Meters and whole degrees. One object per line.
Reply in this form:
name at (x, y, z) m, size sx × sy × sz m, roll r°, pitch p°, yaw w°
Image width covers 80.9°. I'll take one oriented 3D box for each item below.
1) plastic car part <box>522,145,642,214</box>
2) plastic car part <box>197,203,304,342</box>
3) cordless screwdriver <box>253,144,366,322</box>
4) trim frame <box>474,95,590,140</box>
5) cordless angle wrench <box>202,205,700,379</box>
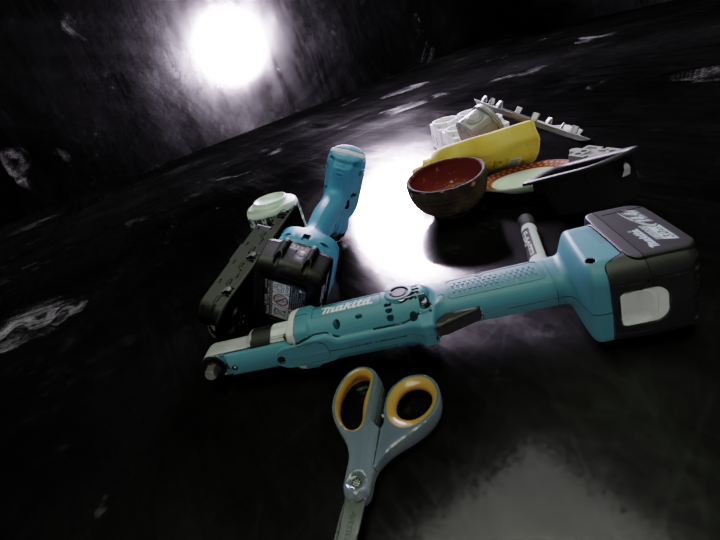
plastic car part at (0.265, -0.094, 0.492) m, size 0.065 × 0.070 × 0.120 m, roll -27°, pitch 12°, yaw -18°
plastic car part at (-0.136, 0.000, 0.524) m, size 0.069 × 0.064 × 0.205 m, roll 14°, pitch 53°, yaw 11°
cordless screwdriver at (-0.053, -0.035, 0.544) m, size 0.075 × 0.155 × 0.251 m, roll 16°, pitch 47°, yaw 4°
trim frame at (0.312, -0.284, 0.780) m, size 0.181 × 0.027 × 0.255 m, roll 15°, pitch 24°, yaw -10°
cordless angle wrench at (0.044, 0.042, 0.389) m, size 0.431 × 0.072 × 0.099 m, roll -14°, pitch 26°, yaw 14°
